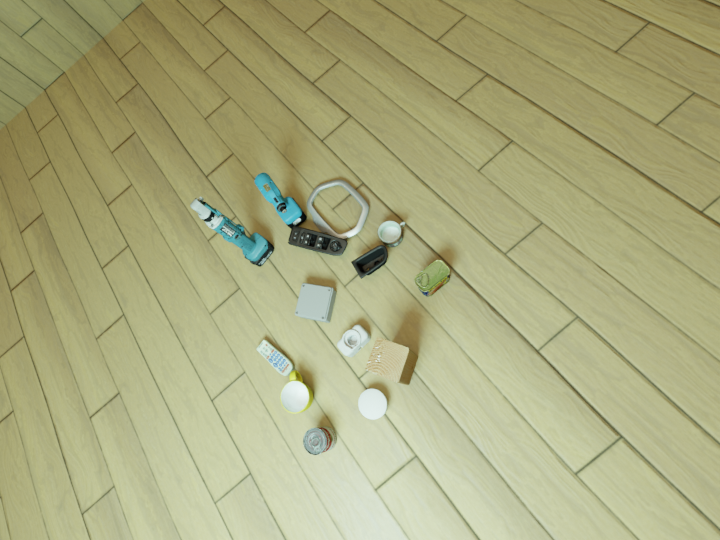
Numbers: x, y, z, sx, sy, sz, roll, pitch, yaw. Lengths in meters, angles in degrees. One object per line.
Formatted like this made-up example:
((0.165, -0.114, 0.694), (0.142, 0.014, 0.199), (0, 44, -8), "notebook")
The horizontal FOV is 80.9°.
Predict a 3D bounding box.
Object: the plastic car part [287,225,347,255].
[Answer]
((-0.138, -0.090, 1.413), (0.211, 0.064, 0.067), (14, 77, 22), "plastic car part")

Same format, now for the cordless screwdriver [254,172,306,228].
((-0.251, -0.210, 1.397), (0.074, 0.238, 0.166), (-37, 66, 1), "cordless screwdriver")

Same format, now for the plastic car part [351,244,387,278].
((0.041, -0.024, 1.326), (0.117, 0.068, 0.069), (-32, 66, 5), "plastic car part")

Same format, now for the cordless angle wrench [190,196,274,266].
((-0.402, -0.121, 1.323), (0.078, 0.405, 0.098), (37, 85, 22), "cordless angle wrench")

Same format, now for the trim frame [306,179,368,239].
((-0.082, -0.212, 1.459), (0.184, 0.026, 0.260), (-42, 64, 1), "trim frame")
